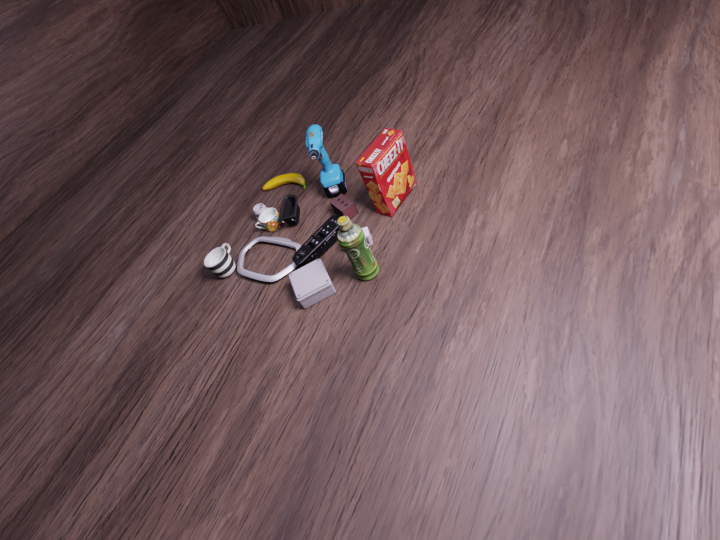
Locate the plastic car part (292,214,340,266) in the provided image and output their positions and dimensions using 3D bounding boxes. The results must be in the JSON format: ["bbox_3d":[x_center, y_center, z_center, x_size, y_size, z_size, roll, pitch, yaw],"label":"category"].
[{"bbox_3d":[-0.128,-0.084,1.313,0.202,0.063,0.070,-43,47,-13],"label":"plastic car part"}]

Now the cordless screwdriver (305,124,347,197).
[{"bbox_3d":[-0.117,-0.345,1.408,0.076,0.236,0.164,-14,47,12],"label":"cordless screwdriver"}]

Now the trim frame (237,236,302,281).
[{"bbox_3d":[-0.300,-0.043,1.388,0.261,0.026,0.185,10,58,32],"label":"trim frame"}]

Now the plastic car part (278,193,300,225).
[{"bbox_3d":[-0.235,-0.202,1.462,0.068,0.067,0.119,-10,49,17],"label":"plastic car part"}]
